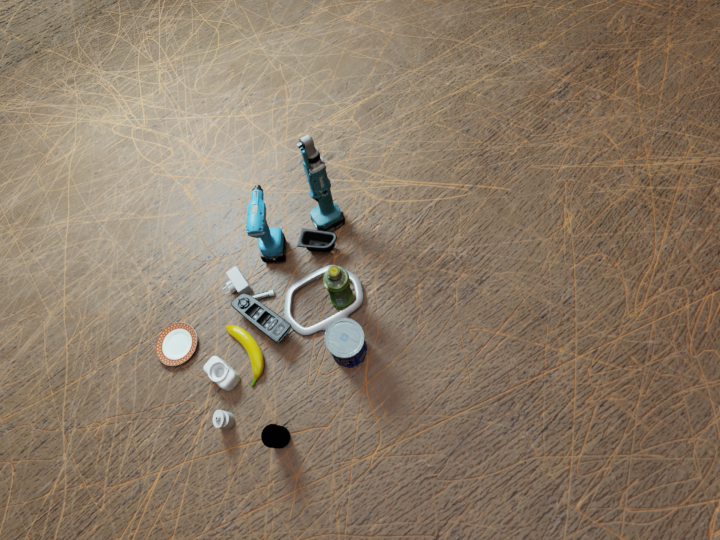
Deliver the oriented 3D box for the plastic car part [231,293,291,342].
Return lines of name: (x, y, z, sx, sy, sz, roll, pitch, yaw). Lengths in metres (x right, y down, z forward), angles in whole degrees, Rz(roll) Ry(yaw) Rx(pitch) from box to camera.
plastic car part: (-0.290, 0.138, 1.240, 0.211, 0.064, 0.066, 32, 73, 21)

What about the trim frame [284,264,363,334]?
trim frame: (-0.112, 0.087, 1.256, 0.247, 0.026, 0.192, -29, 64, -5)

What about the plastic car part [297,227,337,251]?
plastic car part: (-0.129, -0.084, 1.317, 0.119, 0.068, 0.067, 8, 67, 11)

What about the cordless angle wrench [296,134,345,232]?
cordless angle wrench: (-0.116, -0.238, 1.199, 0.097, 0.409, 0.077, -31, 68, -9)

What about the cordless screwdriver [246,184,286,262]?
cordless screwdriver: (-0.284, -0.132, 1.269, 0.075, 0.240, 0.163, -5, 66, 2)
